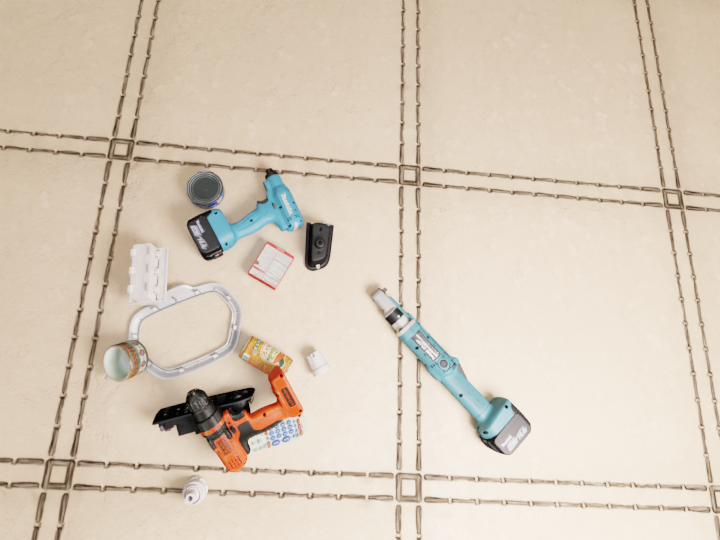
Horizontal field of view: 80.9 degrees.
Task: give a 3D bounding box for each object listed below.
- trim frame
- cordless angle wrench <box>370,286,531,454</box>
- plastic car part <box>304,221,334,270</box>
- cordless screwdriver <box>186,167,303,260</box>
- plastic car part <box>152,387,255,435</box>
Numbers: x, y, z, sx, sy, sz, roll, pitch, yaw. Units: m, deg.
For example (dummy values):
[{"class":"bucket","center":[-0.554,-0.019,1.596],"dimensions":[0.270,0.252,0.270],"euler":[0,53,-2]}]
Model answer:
[{"class":"trim frame","center":[-0.377,0.125,0.915],"dimensions":[0.246,0.027,0.188],"euler":[-22,78,-8]},{"class":"cordless angle wrench","center":[0.175,0.204,0.924],"dimensions":[0.097,0.073,0.431],"euler":[-41,81,-14]},{"class":"plastic car part","center":[-0.094,-0.062,0.965],"dimensions":[0.065,0.070,0.118],"euler":[5,73,-6]},{"class":"cordless screwdriver","center":[-0.270,-0.131,0.967],"dimensions":[0.245,0.074,0.162],"euler":[-24,80,-15]},{"class":"plastic car part","center":[-0.310,0.291,0.861],"dimensions":[0.200,0.067,0.067],"euler":[-17,90,-9]}]
